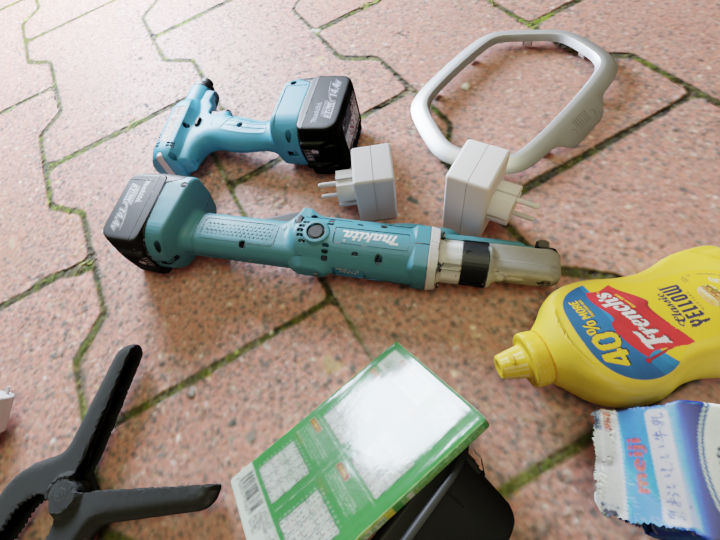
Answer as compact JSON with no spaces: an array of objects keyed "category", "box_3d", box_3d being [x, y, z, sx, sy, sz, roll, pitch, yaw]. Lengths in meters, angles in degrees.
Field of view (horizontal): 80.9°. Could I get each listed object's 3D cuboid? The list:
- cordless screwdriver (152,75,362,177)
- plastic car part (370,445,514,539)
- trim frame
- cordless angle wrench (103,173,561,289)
[{"category":"cordless screwdriver","box_3d":[-0.126,-0.189,0.520,0.256,0.071,0.162,1,61,17]},{"category":"plastic car part","box_3d":[0.059,0.179,0.279,0.115,0.065,0.073,-42,77,-16]},{"category":"trim frame","box_3d":[0.173,-0.201,0.484,0.193,0.026,0.247,36,72,28]},{"category":"cordless angle wrench","box_3d":[-0.040,-0.026,0.410,0.434,0.071,0.099,8,63,14]}]
